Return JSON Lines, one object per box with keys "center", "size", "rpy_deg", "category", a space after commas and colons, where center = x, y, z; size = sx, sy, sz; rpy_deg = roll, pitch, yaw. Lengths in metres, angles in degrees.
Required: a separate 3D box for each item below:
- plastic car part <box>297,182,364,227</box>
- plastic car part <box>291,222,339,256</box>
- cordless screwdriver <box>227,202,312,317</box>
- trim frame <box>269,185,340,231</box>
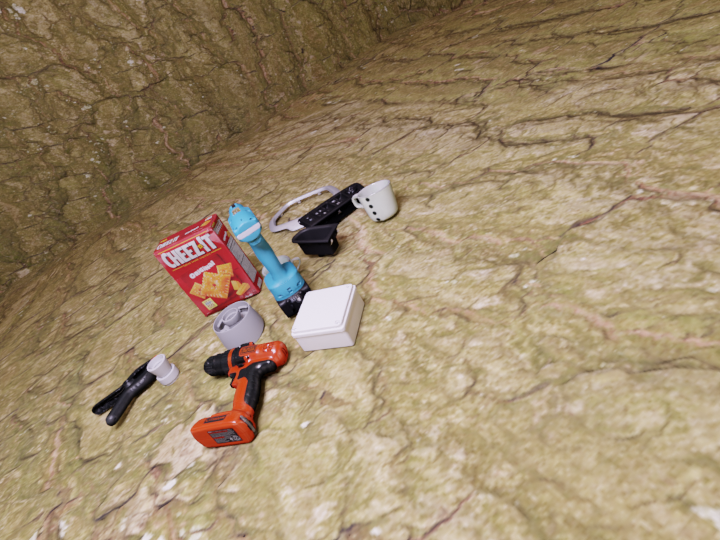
{"center": [-0.064, -0.160, 1.114], "size": [0.201, 0.064, 0.070], "rpy_deg": [-42, 33, -17], "category": "plastic car part"}
{"center": [-0.099, -0.065, 1.009], "size": [0.122, 0.068, 0.066], "rpy_deg": [-5, 39, 36], "category": "plastic car part"}
{"center": [-0.194, -0.029, 0.880], "size": [0.074, 0.238, 0.167], "rpy_deg": [-34, 30, -8], "category": "cordless screwdriver"}
{"center": [-0.169, -0.184, 1.268], "size": [0.254, 0.026, 0.188], "rpy_deg": [-18, 34, 20], "category": "trim frame"}
